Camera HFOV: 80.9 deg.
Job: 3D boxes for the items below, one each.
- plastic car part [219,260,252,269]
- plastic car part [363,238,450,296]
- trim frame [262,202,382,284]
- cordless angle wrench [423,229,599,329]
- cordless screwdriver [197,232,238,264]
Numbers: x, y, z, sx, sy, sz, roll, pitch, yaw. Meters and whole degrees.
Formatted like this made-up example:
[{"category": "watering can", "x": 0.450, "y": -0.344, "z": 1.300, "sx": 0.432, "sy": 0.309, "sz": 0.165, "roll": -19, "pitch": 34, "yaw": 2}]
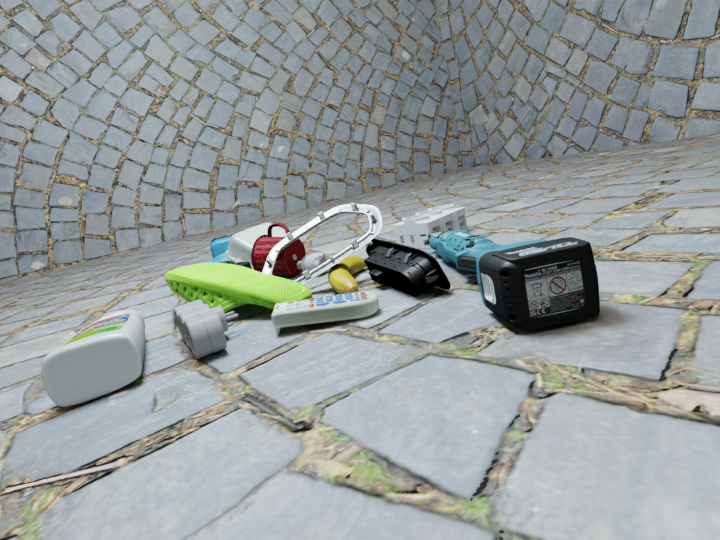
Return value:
[{"category": "plastic car part", "x": -0.250, "y": 0.015, "z": 0.818, "sx": 0.069, "sy": 0.070, "sz": 0.112, "roll": -4, "pitch": 11, "yaw": 40}, {"category": "plastic car part", "x": 0.055, "y": -0.004, "z": 0.641, "sx": 0.066, "sy": 0.065, "sz": 0.211, "roll": -27, "pitch": 17, "yaw": -20}, {"category": "trim frame", "x": -0.075, "y": -0.049, "z": 0.765, "sx": 0.248, "sy": 0.026, "sz": 0.194, "roll": -32, "pitch": 37, "yaw": -4}, {"category": "cordless angle wrench", "x": 0.165, "y": -0.022, "z": 0.604, "sx": 0.098, "sy": 0.073, "sz": 0.428, "roll": -12, "pitch": 11, "yaw": -2}, {"category": "cordless screwdriver", "x": -0.376, "y": -0.038, "z": 1.150, "sx": 0.156, "sy": 0.073, "sz": 0.259, "roll": -16, "pitch": 17, "yaw": -16}]
